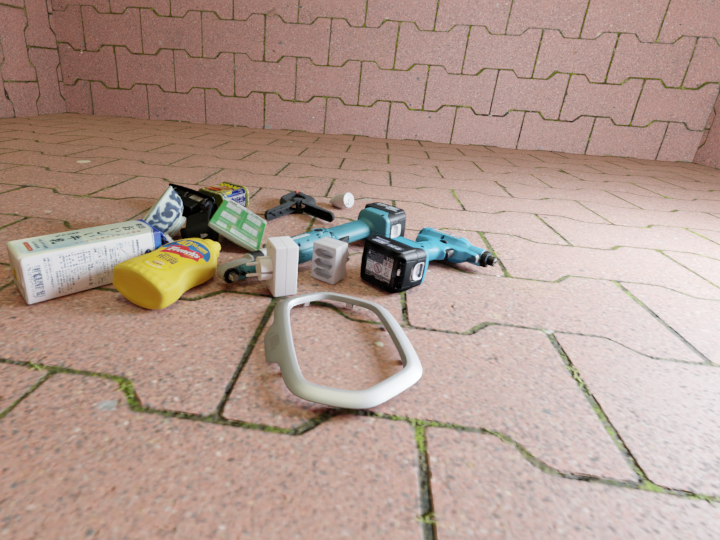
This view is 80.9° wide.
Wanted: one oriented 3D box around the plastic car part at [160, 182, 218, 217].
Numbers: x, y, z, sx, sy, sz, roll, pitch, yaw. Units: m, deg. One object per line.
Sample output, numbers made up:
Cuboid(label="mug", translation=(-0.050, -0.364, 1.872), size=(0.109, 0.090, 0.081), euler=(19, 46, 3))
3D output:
Cuboid(label="plastic car part", translation=(-0.409, -0.154, 0.997), size=(0.215, 0.063, 0.066), euler=(26, 56, 39))

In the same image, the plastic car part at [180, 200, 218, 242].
Cuboid(label="plastic car part", translation=(-0.327, -0.085, 0.856), size=(0.071, 0.064, 0.121), euler=(-14, 29, -5))

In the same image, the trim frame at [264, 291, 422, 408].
Cuboid(label="trim frame", translation=(-0.030, 0.089, 0.540), size=(0.180, 0.027, 0.259), euler=(-1, 26, -14))

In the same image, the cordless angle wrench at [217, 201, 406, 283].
Cuboid(label="cordless angle wrench", translation=(-0.078, -0.051, 0.799), size=(0.408, 0.073, 0.104), euler=(-21, 34, -40))

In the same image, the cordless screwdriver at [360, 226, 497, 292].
Cuboid(label="cordless screwdriver", translation=(0.125, -0.022, 0.759), size=(0.168, 0.073, 0.239), euler=(23, 26, 36))
